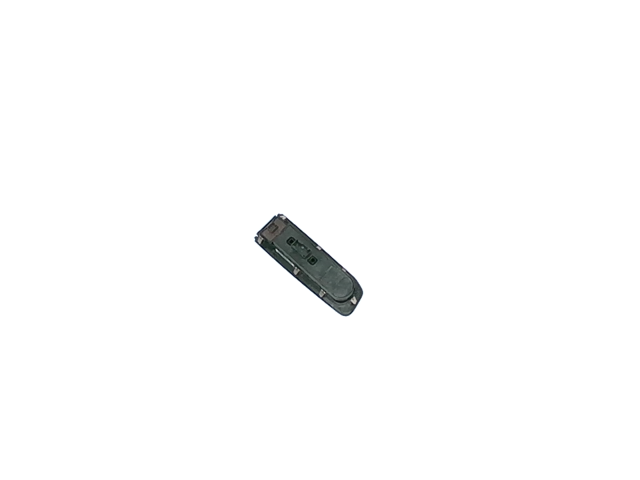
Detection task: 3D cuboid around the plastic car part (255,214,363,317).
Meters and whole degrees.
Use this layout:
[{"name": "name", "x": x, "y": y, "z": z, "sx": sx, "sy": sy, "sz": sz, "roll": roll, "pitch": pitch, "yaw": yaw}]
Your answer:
[{"name": "plastic car part", "x": -0.013, "y": 0.033, "z": 0.670, "sx": 0.066, "sy": 0.203, "sz": 0.067, "roll": -44, "pitch": -11, "yaw": -20}]
